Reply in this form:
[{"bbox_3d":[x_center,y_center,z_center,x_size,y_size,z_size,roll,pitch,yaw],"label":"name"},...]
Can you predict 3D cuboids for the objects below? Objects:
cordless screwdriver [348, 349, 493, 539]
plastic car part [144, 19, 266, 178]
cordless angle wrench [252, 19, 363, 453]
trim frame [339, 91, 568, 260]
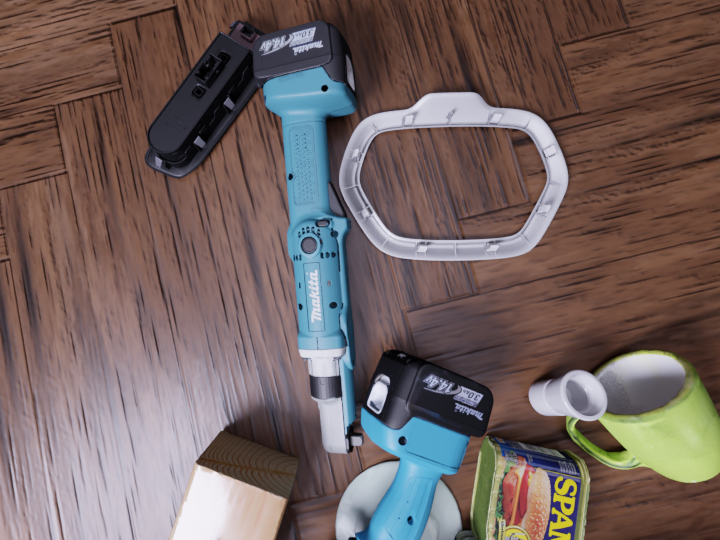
[{"bbox_3d":[0.015,0.198,0.375,0.155,0.076,0.250,19,81,-15],"label":"cordless screwdriver"},{"bbox_3d":[-0.167,-0.191,0.466,0.066,0.067,0.203,34,89,-5],"label":"plastic car part"},{"bbox_3d":[-0.043,-0.028,0.436,0.100,0.072,0.424,-6,88,16],"label":"cordless angle wrench"},{"bbox_3d":[0.101,-0.103,0.462,0.250,0.027,0.185,0,83,4],"label":"trim frame"}]
